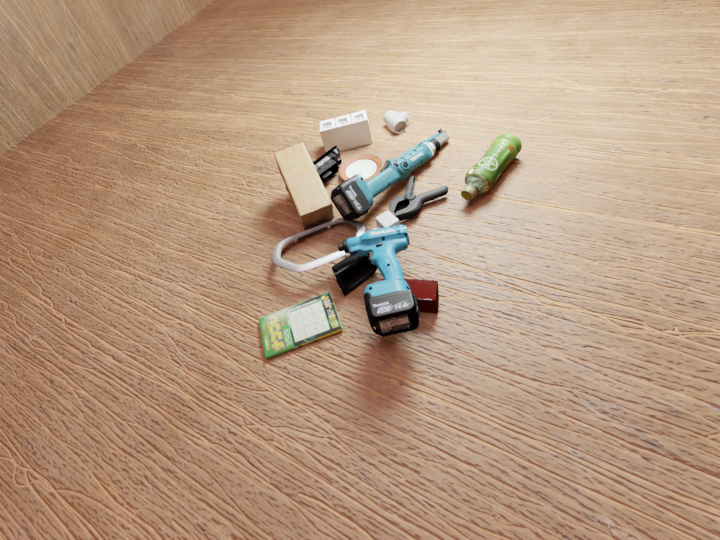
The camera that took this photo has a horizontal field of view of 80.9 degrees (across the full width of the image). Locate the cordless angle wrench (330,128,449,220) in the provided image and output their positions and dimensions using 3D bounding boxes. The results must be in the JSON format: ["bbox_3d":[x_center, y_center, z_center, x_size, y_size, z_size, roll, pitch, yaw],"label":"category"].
[{"bbox_3d":[0.104,-0.276,1.139,0.416,0.097,0.076,-38,7,-26],"label":"cordless angle wrench"}]

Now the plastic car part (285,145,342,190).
[{"bbox_3d":[-0.128,-0.278,1.242,0.201,0.064,0.070,-37,66,-13],"label":"plastic car part"}]

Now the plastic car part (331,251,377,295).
[{"bbox_3d":[-0.019,-0.008,0.988,0.115,0.063,0.075,-36,36,-18],"label":"plastic car part"}]

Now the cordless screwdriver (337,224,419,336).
[{"bbox_3d":[0.033,0.011,0.875,0.162,0.071,0.257,-11,47,10],"label":"cordless screwdriver"}]

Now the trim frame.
[{"bbox_3d":[-0.104,-0.068,1.060,0.247,0.026,0.194,-25,39,-7],"label":"trim frame"}]
